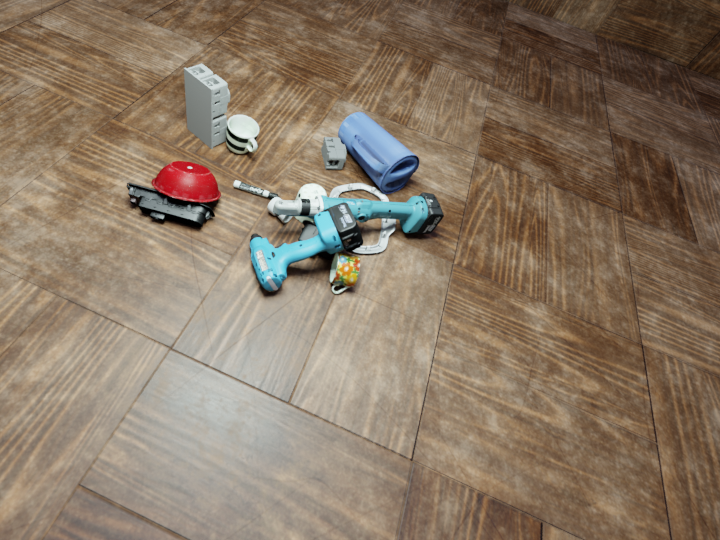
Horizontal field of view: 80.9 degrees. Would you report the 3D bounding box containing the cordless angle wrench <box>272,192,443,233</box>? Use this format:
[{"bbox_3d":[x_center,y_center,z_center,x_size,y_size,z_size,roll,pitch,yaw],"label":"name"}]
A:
[{"bbox_3d":[-0.003,-0.145,1.025,0.410,0.097,0.077,0,55,-21],"label":"cordless angle wrench"}]

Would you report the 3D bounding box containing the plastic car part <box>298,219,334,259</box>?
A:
[{"bbox_3d":[-0.099,-0.065,1.010,0.118,0.065,0.071,22,66,7],"label":"plastic car part"}]

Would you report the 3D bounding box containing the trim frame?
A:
[{"bbox_3d":[0.002,-0.146,1.112,0.182,0.027,0.254,13,50,-6],"label":"trim frame"}]

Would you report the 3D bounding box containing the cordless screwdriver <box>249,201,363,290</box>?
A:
[{"bbox_3d":[-0.130,-0.070,0.947,0.248,0.071,0.167,-27,51,-1],"label":"cordless screwdriver"}]

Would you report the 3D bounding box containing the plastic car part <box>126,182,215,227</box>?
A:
[{"bbox_3d":[-0.442,-0.146,0.979,0.201,0.066,0.068,12,62,-6],"label":"plastic car part"}]
